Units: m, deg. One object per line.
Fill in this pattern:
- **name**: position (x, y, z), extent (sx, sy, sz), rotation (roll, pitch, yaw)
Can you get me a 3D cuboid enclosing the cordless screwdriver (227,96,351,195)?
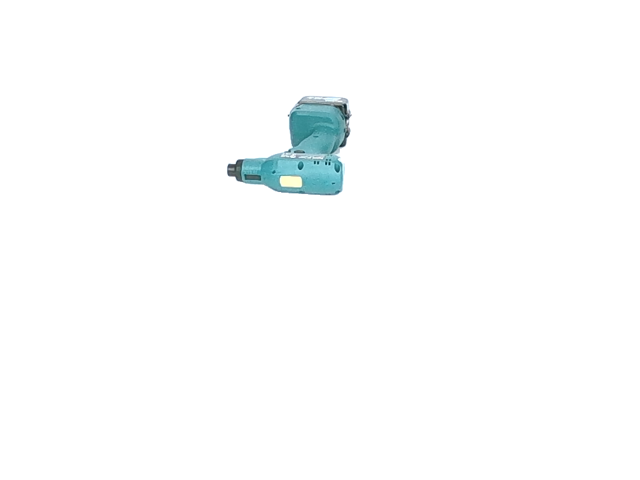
- **cordless screwdriver**: position (-0.034, -0.149, 0.654), extent (0.159, 0.074, 0.247), rotation (4, 36, 7)
